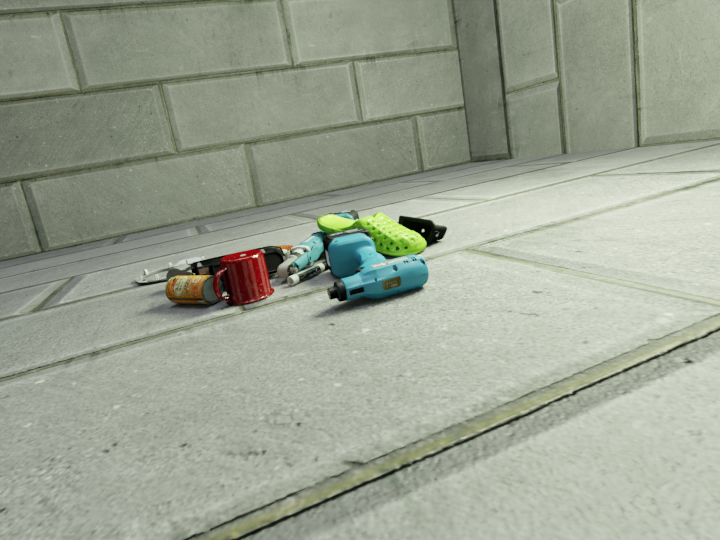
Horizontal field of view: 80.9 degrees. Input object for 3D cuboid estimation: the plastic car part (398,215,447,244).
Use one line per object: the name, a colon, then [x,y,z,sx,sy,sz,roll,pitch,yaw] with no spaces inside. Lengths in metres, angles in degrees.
plastic car part: [0.147,-0.089,0.963,0.068,0.065,0.123,-2,10,-37]

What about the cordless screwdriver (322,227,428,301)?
cordless screwdriver: [-0.011,-0.009,0.743,0.156,0.073,0.259,-15,19,-16]

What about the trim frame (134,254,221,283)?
trim frame: [-0.488,-0.006,1.148,0.249,0.027,0.187,-13,14,-1]

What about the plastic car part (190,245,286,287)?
plastic car part: [-0.246,-0.008,0.887,0.197,0.066,0.069,-15,1,-24]

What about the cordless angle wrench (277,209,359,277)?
cordless angle wrench: [-0.100,-0.065,1.020,0.101,0.073,0.419,-5,18,19]
